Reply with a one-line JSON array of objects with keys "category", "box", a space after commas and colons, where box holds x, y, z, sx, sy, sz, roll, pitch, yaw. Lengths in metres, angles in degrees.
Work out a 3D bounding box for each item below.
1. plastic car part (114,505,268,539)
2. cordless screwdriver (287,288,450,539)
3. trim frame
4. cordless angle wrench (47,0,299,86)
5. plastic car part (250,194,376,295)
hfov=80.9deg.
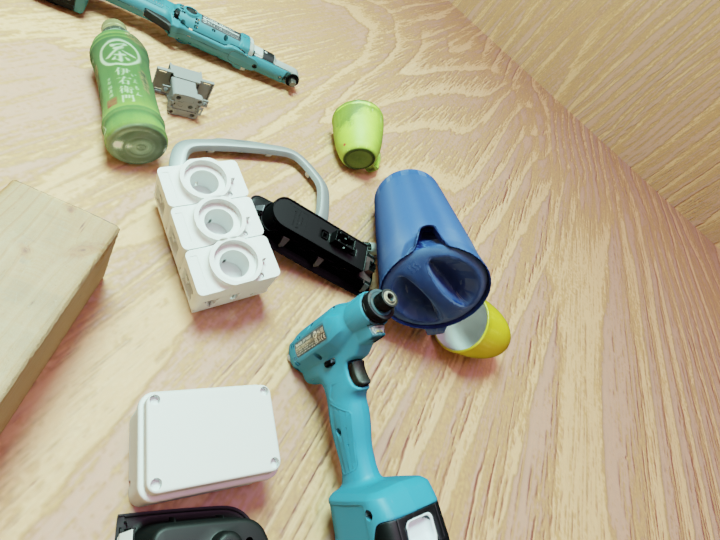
[{"category": "plastic car part", "box": [-0.115, 0.207, 0.309, 0.111, 0.071, 0.068, 8, 55, -29]}, {"category": "cordless screwdriver", "box": [0.011, 0.148, 0.385, 0.071, 0.161, 0.258, 4, 57, -38]}, {"category": "trim frame", "box": [-0.144, -0.121, 0.593, 0.238, 0.028, 0.190, -10, 64, -39]}, {"category": "cordless angle wrench", "box": [-0.285, -0.398, 0.687, 0.403, 0.075, 0.101, 13, 51, -32]}, {"category": "plastic car part", "box": [-0.053, -0.035, 0.543, 0.195, 0.069, 0.067, 28, 64, -23]}]
